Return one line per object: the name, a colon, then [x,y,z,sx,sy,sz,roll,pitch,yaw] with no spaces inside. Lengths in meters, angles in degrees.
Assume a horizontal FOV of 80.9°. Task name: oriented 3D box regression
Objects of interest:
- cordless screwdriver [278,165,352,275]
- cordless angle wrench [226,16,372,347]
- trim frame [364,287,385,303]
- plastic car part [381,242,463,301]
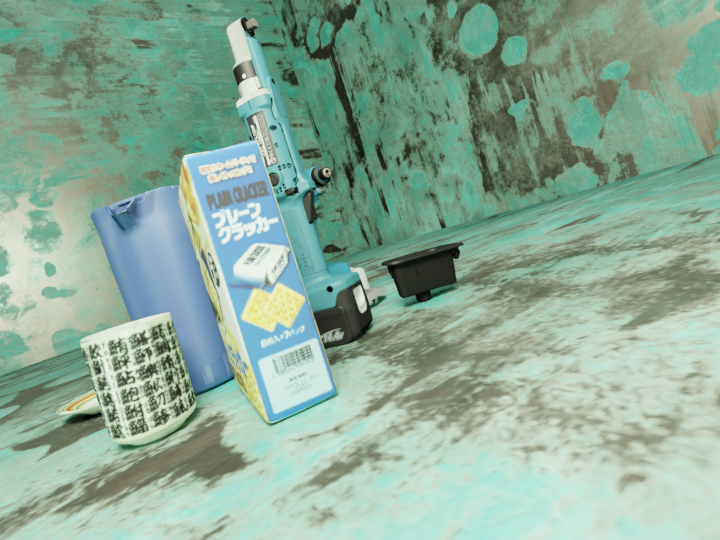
cordless screwdriver: [-0.069,-0.045,0.706,0.072,0.249,0.165,-18,1,-37]
cordless angle wrench: [-0.095,-0.114,0.538,0.101,0.423,0.072,-18,-1,23]
trim frame: [-0.075,0.071,0.728,0.247,0.027,0.186,-18,4,-7]
plastic car part: [0.088,0.006,0.602,0.114,0.071,0.068,-19,2,-21]
